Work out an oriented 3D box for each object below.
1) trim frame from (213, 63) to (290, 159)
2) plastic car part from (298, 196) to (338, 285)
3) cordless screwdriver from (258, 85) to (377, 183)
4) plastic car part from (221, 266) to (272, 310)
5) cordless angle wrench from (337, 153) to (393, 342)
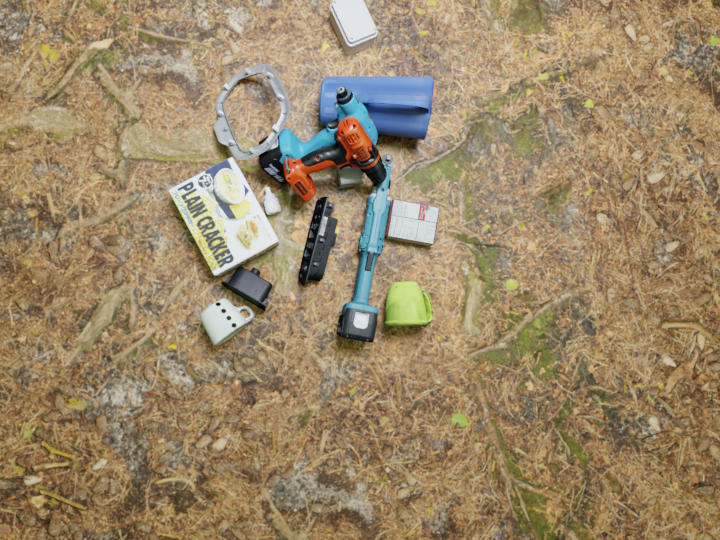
[{"bbox_3d":[-0.243,-0.350,0.921,0.187,0.026,0.258,-33,64,18],"label":"trim frame"},{"bbox_3d":[-0.093,-0.061,0.954,0.064,0.069,0.203,21,83,-30],"label":"plastic car part"},{"bbox_3d":[-0.101,-0.281,0.881,0.254,0.151,0.077,-16,62,18],"label":"cordless screwdriver"},{"bbox_3d":[-0.243,0.031,0.942,0.117,0.066,0.071,33,70,1],"label":"plastic car part"},{"bbox_3d":[0.024,-0.059,0.947,0.074,0.098,0.425,11,81,-6],"label":"cordless angle wrench"}]
